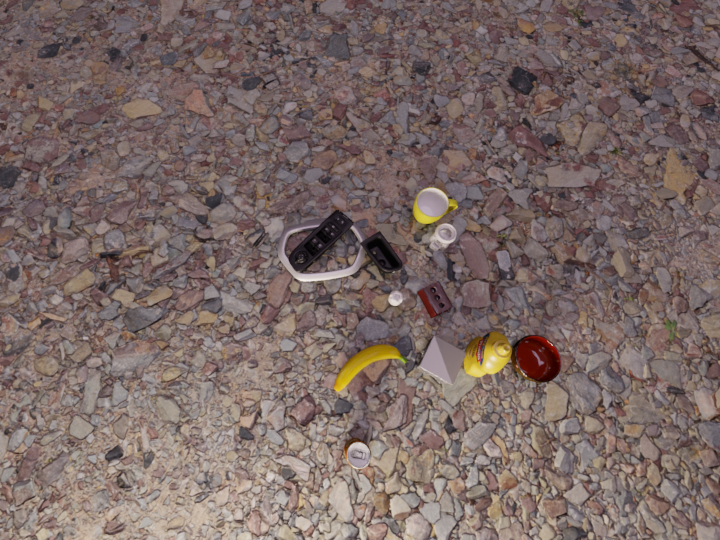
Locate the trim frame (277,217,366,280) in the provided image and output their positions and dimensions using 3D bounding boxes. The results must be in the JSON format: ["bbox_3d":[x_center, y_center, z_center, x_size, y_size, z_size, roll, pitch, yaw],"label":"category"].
[{"bbox_3d":[-0.103,-0.062,1.157,0.247,0.027,0.189,-9,70,-4],"label":"trim frame"}]

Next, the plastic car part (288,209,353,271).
[{"bbox_3d":[-0.111,-0.073,1.140,0.068,0.066,0.201,44,75,11],"label":"plastic car part"}]

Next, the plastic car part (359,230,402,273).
[{"bbox_3d":[0.055,-0.034,1.126,0.065,0.070,0.120,-32,75,-13],"label":"plastic car part"}]
